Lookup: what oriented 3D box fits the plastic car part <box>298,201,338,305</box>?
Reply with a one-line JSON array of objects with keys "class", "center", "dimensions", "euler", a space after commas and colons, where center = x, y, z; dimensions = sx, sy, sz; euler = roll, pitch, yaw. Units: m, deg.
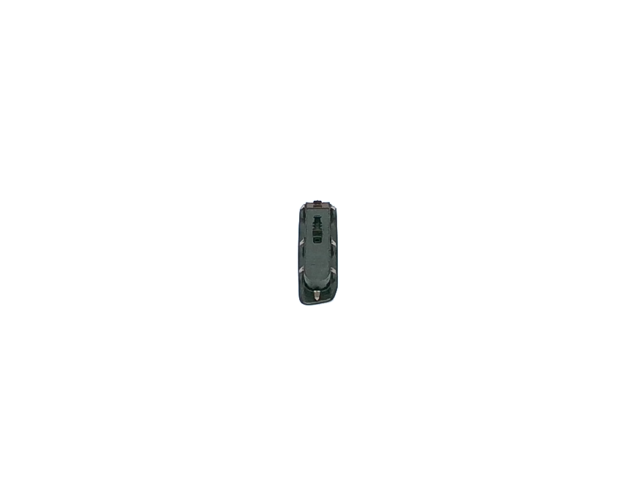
[{"class": "plastic car part", "center": [-0.002, 0.009, 0.684], "dimensions": [0.066, 0.202, 0.067], "euler": [4, -35, -5]}]
